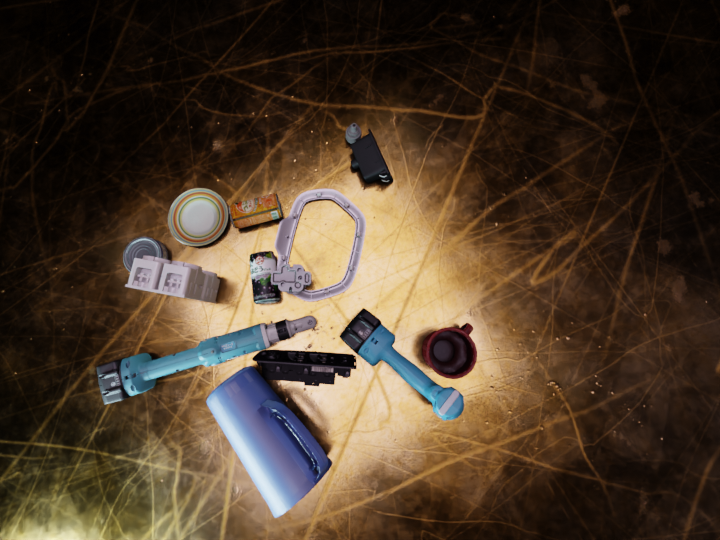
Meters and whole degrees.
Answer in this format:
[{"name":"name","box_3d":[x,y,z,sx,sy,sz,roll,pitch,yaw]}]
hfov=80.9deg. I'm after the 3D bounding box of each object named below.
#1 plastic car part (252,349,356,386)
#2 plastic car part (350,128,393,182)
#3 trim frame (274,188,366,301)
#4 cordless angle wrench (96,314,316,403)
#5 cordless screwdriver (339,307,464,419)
[{"name":"plastic car part","box_3d":[-0.112,0.192,0.838,0.204,0.067,0.066,7,106,2]},{"name":"plastic car part","box_3d":[0.016,-0.238,0.916,0.072,0.064,0.119,-27,77,10]},{"name":"trim frame","box_3d":[-0.088,-0.057,0.899,0.186,0.027,0.250,13,82,6]},{"name":"cordless angle wrench","box_3d":[-0.290,0.159,0.836,0.421,0.097,0.075,-16,85,-4]},{"name":"cordless screwdriver","box_3d":[0.080,0.185,0.802,0.260,0.153,0.074,37,79,23]}]
